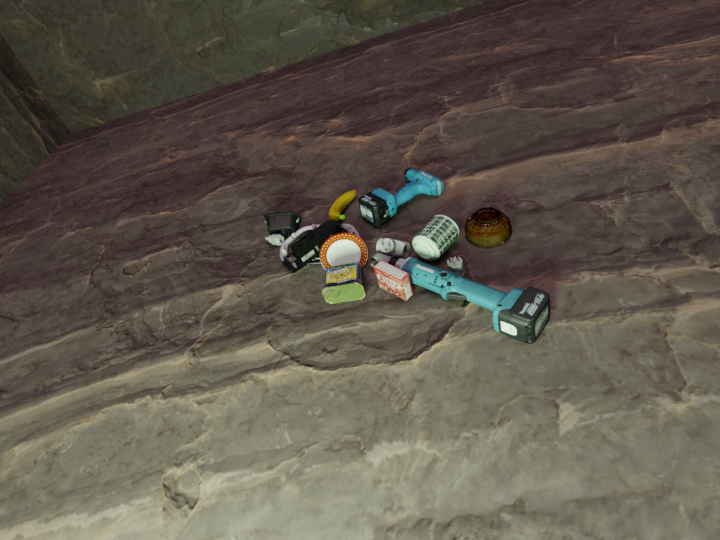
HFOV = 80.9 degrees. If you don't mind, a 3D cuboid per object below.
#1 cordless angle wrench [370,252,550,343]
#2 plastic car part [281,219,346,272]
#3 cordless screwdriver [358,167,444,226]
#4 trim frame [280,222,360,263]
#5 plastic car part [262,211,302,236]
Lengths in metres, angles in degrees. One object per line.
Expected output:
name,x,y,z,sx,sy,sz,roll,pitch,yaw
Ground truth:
cordless angle wrench,0.192,0.030,0.953,0.448,0.071,0.097,23,55,41
plastic car part,-0.132,-0.080,1.179,0.200,0.064,0.070,-34,35,-19
cordless screwdriver,0.106,-0.233,1.271,0.245,0.071,0.168,-29,41,-15
trim frame,-0.120,-0.079,1.228,0.257,0.026,0.187,0,46,20
plastic car part,-0.246,-0.139,1.328,0.119,0.063,0.073,-4,58,14
